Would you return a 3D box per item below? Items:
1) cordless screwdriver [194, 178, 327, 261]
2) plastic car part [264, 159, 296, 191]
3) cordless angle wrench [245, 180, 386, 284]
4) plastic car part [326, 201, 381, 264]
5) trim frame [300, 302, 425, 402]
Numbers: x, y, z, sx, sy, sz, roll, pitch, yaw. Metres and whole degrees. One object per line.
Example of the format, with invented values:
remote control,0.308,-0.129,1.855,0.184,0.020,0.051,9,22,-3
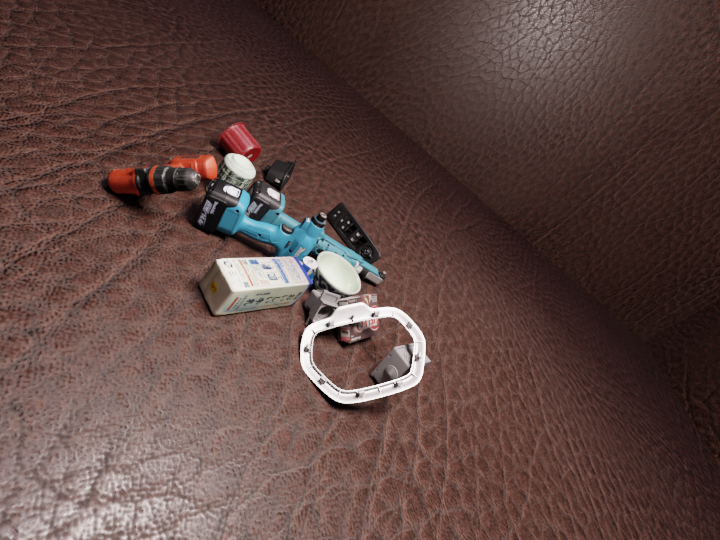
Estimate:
cordless screwdriver,-0.203,-0.106,0.876,0.240,0.160,0.076,29,32,-18
plastic car part,-0.233,-0.276,1.191,0.071,0.065,0.118,24,34,-3
cordless angle wrench,-0.101,-0.066,1.029,0.404,0.099,0.077,31,31,-26
plastic car part,-0.015,-0.095,1.199,0.212,0.066,0.064,54,5,25
trim frame,0.008,0.147,0.797,0.244,0.027,0.192,-11,55,-14
